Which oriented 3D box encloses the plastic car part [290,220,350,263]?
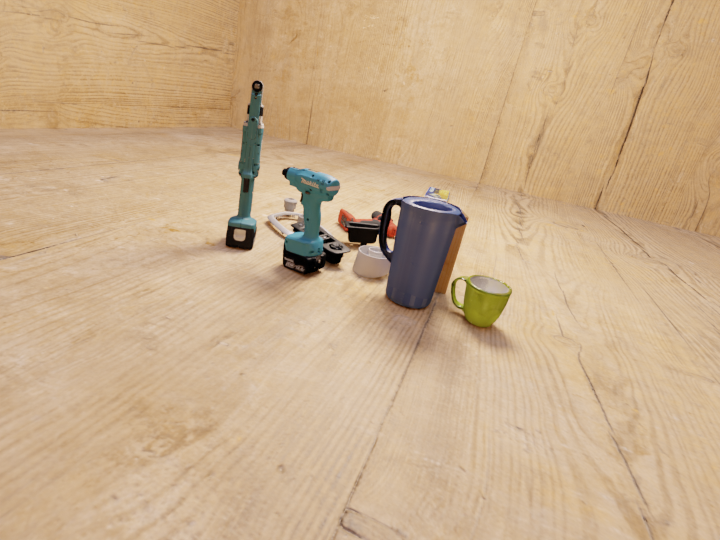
[{"bbox_3d":[-0.114,-0.074,1.164,0.063,0.066,0.215,-9,29,-42],"label":"plastic car part"}]

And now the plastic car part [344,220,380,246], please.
[{"bbox_3d":[0.006,-0.109,1.296,0.115,0.070,0.068,8,21,-7],"label":"plastic car part"}]

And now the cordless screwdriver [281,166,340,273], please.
[{"bbox_3d":[-0.143,-0.126,1.038,0.167,0.245,0.072,24,23,30],"label":"cordless screwdriver"}]

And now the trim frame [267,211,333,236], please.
[{"bbox_3d":[-0.191,-0.140,1.344,0.176,0.027,0.263,-5,26,-33],"label":"trim frame"}]

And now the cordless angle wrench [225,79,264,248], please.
[{"bbox_3d":[-0.286,-0.265,1.085,0.073,0.417,0.101,9,20,-9],"label":"cordless angle wrench"}]
